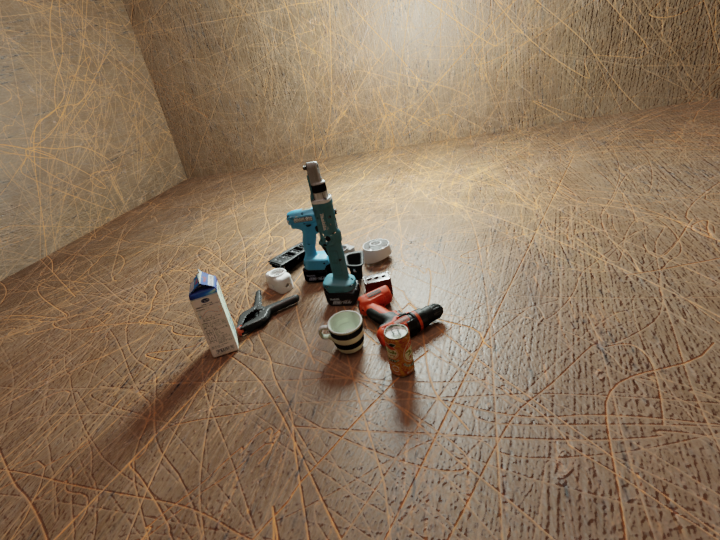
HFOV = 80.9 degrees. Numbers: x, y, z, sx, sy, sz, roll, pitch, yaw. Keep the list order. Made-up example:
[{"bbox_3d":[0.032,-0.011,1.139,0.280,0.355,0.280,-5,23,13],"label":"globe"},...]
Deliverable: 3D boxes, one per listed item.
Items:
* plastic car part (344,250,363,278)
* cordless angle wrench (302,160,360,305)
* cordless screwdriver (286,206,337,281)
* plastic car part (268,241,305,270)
[{"bbox_3d":[-0.015,-0.009,1.346,0.066,0.069,0.119,-12,26,3],"label":"plastic car part"},{"bbox_3d":[-0.086,-0.097,1.173,0.101,0.410,0.074,-4,25,19],"label":"cordless angle wrench"},{"bbox_3d":[-0.133,-0.087,1.362,0.162,0.241,0.075,-7,25,13],"label":"cordless screwdriver"},{"bbox_3d":[-0.240,-0.047,1.531,0.070,0.065,0.199,6,33,34],"label":"plastic car part"}]
